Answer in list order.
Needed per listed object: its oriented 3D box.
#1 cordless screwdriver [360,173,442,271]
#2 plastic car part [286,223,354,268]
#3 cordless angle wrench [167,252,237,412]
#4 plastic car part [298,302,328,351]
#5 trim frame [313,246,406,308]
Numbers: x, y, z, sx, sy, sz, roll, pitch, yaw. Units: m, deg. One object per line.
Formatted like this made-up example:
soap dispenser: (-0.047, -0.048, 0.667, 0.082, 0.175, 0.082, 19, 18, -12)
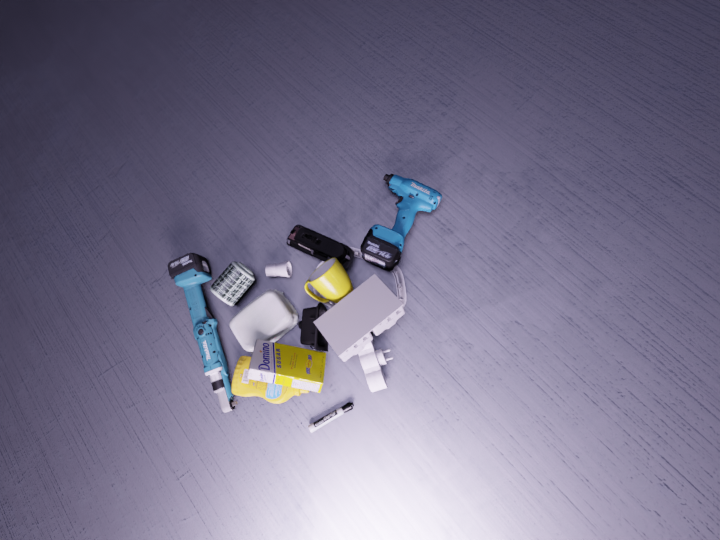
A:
cordless screwdriver: (0.079, -0.133, 1.076, 0.165, 0.072, 0.248, 29, 74, 18)
plastic car part: (-0.108, -0.071, 1.104, 0.212, 0.064, 0.066, 26, 71, 24)
cordless angle wrench: (-0.409, 0.161, 1.120, 0.098, 0.072, 0.434, -24, 73, 5)
plastic car part: (-0.123, 0.144, 1.065, 0.073, 0.062, 0.119, -10, 69, 23)
trim frame: (-0.004, 0.040, 1.080, 0.256, 0.026, 0.184, 22, 82, 16)
